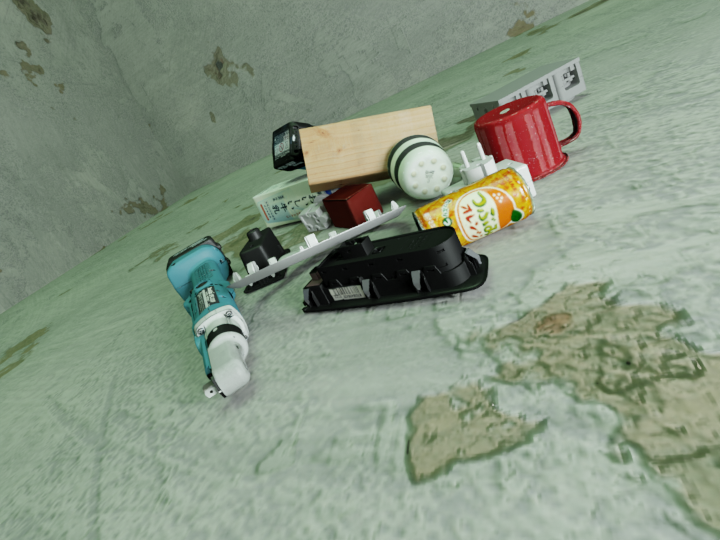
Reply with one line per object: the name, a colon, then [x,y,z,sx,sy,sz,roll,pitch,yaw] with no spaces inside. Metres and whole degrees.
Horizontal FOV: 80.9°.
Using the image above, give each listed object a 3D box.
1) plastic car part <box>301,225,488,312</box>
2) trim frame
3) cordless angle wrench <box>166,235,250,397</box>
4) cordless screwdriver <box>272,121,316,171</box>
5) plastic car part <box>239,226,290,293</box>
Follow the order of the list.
plastic car part: [0.022,-0.004,0.413,0.212,0.065,0.065,-5,22,38]
trim frame: [-0.051,-0.033,0.521,0.244,0.027,0.188,-28,4,-21]
cordless angle wrench: [-0.196,0.040,0.552,0.097,0.072,0.442,-33,25,-13]
cordless screwdriver: [-0.042,-0.236,0.840,0.237,0.074,0.167,-2,0,-42]
plastic car part: [-0.149,-0.028,0.640,0.067,0.068,0.119,-22,25,9]
